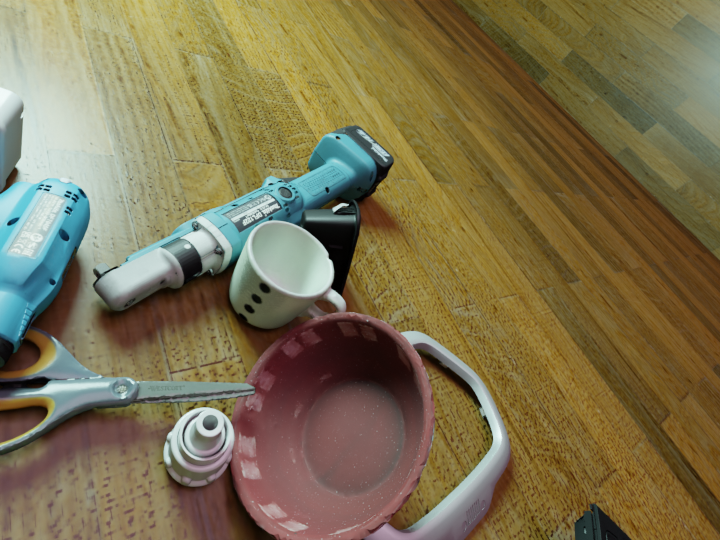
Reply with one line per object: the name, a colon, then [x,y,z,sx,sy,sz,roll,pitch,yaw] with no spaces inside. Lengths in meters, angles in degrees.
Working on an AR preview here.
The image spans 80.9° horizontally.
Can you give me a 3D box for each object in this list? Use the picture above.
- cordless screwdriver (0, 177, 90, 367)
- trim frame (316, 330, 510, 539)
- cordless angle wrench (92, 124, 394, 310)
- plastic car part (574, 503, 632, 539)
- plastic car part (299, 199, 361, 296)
cordless screwdriver: [-0.319,-0.025,0.259,0.239,0.075,0.165,17,44,-24]
trim frame: [0.058,0.153,0.410,0.238,0.028,0.191,-13,60,-45]
cordless angle wrench: [-0.096,-0.072,0.481,0.099,0.075,0.416,43,42,4]
plastic car part: [0.253,0.306,0.373,0.202,0.068,0.066,42,32,-3]
plastic car part: [-0.044,-0.029,0.452,0.070,0.114,0.068,1,50,-10]
